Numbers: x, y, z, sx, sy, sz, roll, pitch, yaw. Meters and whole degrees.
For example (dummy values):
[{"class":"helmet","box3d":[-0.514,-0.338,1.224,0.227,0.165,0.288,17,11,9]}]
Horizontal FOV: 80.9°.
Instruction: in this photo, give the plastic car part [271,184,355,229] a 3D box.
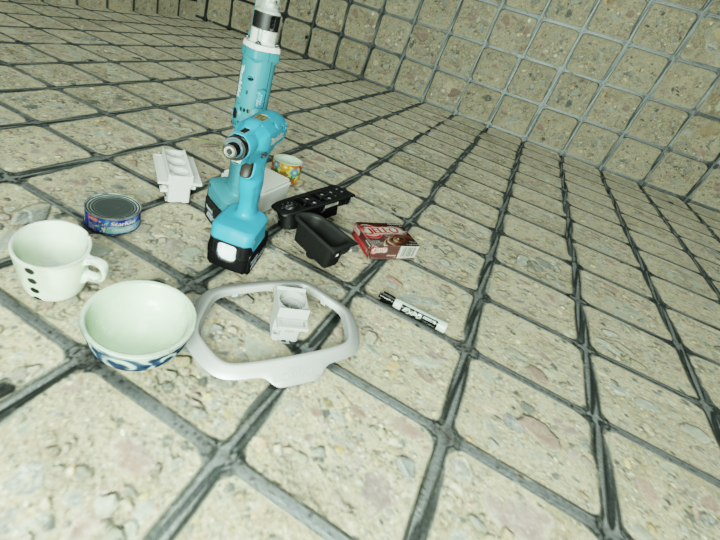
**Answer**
[{"class":"plastic car part","box3d":[-0.102,-0.129,0.870,0.069,0.066,0.196,36,36,26]}]

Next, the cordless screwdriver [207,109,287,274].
[{"class":"cordless screwdriver","box3d":[-0.176,-0.105,0.628,0.075,0.245,0.160,21,31,-1]}]

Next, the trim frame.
[{"class":"trim frame","box3d":[-0.117,0.077,0.583,0.238,0.027,0.194,-4,38,-31]}]

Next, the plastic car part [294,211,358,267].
[{"class":"plastic car part","box3d":[-0.074,-0.048,0.757,0.122,0.070,0.063,38,36,28]}]

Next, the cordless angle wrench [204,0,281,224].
[{"class":"cordless angle wrench","box3d":[-0.183,-0.256,0.693,0.071,0.418,0.103,-9,42,-40]}]
